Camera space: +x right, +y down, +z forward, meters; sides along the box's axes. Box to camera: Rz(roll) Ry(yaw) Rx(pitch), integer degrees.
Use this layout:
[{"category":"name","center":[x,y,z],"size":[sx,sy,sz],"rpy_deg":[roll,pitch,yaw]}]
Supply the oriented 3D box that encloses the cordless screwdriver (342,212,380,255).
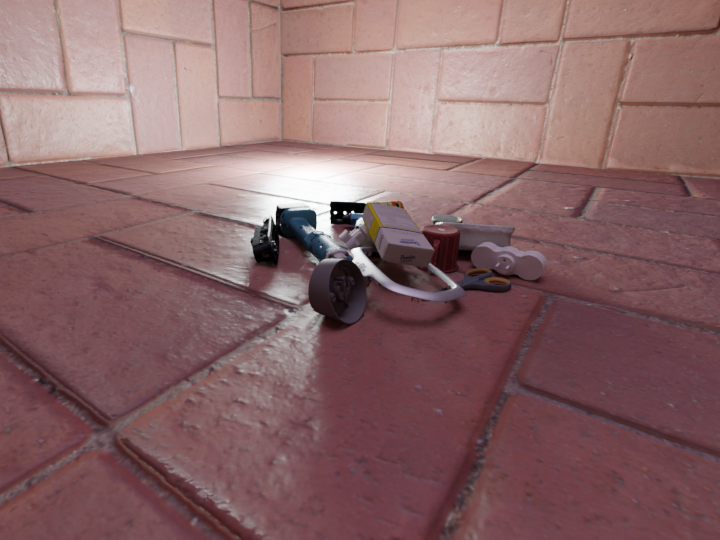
[{"category":"cordless screwdriver","center":[0.020,-0.105,1.049],"size":[0.162,0.073,0.249],"rpy_deg":[4,18,7]}]

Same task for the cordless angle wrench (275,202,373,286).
[{"category":"cordless angle wrench","center":[-0.092,-0.060,0.936],"size":[0.095,0.073,0.445],"rpy_deg":[-8,26,-24]}]

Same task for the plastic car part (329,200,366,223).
[{"category":"plastic car part","center":[-0.042,-0.169,1.230],"size":[0.113,0.065,0.073],"rpy_deg":[-2,7,-19]}]

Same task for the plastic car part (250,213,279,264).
[{"category":"plastic car part","center":[-0.215,-0.068,0.954],"size":[0.066,0.064,0.211],"rpy_deg":[-12,24,-9]}]

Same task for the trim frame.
[{"category":"trim frame","center":[0.076,0.003,0.760],"size":[0.178,0.027,0.260],"rpy_deg":[6,20,-21]}]
